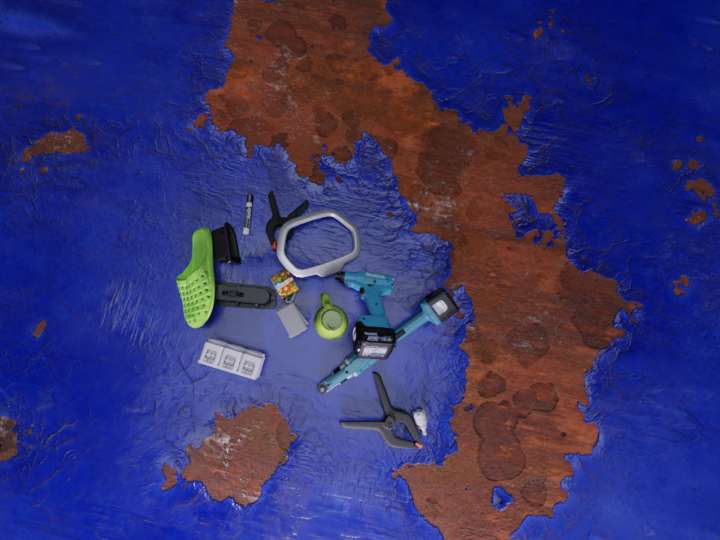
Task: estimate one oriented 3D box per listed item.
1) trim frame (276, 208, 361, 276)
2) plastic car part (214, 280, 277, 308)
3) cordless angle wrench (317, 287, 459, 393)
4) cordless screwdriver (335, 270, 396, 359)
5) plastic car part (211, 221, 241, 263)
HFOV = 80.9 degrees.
[{"bbox_3d":[-0.115,-0.075,1.174,0.243,0.027,0.188,-21,75,-21],"label":"trim frame"},{"bbox_3d":[-0.328,0.064,1.152,0.202,0.066,0.067,6,73,-3],"label":"plastic car part"},{"bbox_3d":[0.063,0.195,1.118,0.422,0.097,0.075,-35,84,-3],"label":"cordless angle wrench"},{"bbox_3d":[0.010,0.099,1.086,0.158,0.073,0.256,7,45,-5],"label":"cordless screwdriver"},{"bbox_3d":[-0.386,-0.069,1.182,0.072,0.064,0.119,-19,76,8],"label":"plastic car part"}]
